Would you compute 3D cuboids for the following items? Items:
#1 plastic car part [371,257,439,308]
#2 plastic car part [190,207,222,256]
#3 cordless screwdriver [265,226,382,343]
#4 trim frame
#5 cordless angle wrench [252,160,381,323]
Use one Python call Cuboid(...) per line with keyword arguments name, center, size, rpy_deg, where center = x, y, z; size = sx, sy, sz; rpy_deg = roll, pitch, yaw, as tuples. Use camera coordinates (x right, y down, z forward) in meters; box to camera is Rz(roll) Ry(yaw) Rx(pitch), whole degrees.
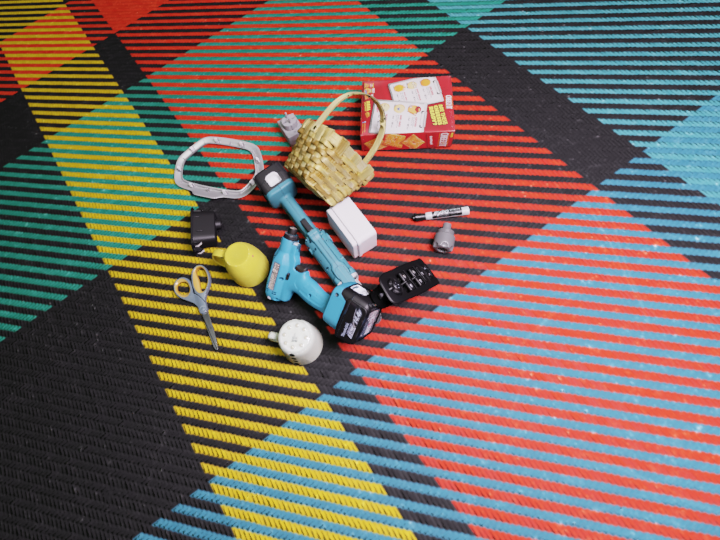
Cuboid(name="plastic car part", center=(0.078, 0.027, 0.810), size=(0.068, 0.196, 0.067), rpy_deg=(-34, 81, 29))
Cuboid(name="plastic car part", center=(-0.363, -0.100, 0.997), size=(0.070, 0.065, 0.120), rpy_deg=(-3, 63, -10))
Cuboid(name="cordless screwdriver", center=(-0.076, 0.025, 0.833), size=(0.261, 0.071, 0.158), rpy_deg=(26, 109, 28))
Cuboid(name="trim frame", center=(-0.363, -0.263, 1.079), size=(0.255, 0.026, 0.186), rpy_deg=(14, 71, 13))
Cuboid(name="cordless angle wrench", center=(-0.090, -0.059, 0.918), size=(0.074, 0.095, 0.438), rpy_deg=(-36, 70, -6))
